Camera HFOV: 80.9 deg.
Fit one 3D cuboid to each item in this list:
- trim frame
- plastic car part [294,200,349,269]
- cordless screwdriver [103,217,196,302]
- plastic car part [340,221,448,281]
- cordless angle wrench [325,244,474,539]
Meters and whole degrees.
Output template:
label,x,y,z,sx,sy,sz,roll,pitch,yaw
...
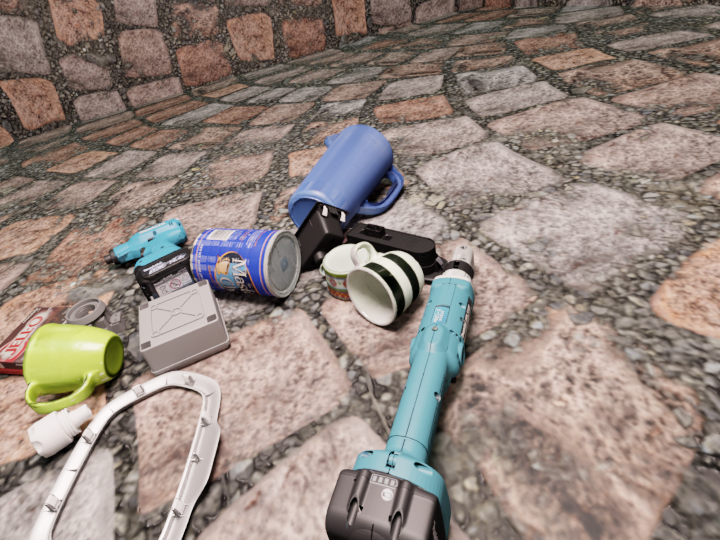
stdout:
label,x,y,z,sx,sy,sz,roll,pitch,yaw
trim frame,-0.241,0.207,0.455,0.186,0.026,0.255,-8,35,6
plastic car part,-0.067,-0.044,0.686,0.063,0.117,0.074,16,36,-36
cordless screwdriver,-0.376,-0.013,0.759,0.156,0.071,0.263,-27,34,-18
plastic car part,0.042,-0.038,0.664,0.214,0.065,0.065,20,39,34
cordless angle wrench,0.082,0.091,0.455,0.077,0.094,0.422,1,35,23
